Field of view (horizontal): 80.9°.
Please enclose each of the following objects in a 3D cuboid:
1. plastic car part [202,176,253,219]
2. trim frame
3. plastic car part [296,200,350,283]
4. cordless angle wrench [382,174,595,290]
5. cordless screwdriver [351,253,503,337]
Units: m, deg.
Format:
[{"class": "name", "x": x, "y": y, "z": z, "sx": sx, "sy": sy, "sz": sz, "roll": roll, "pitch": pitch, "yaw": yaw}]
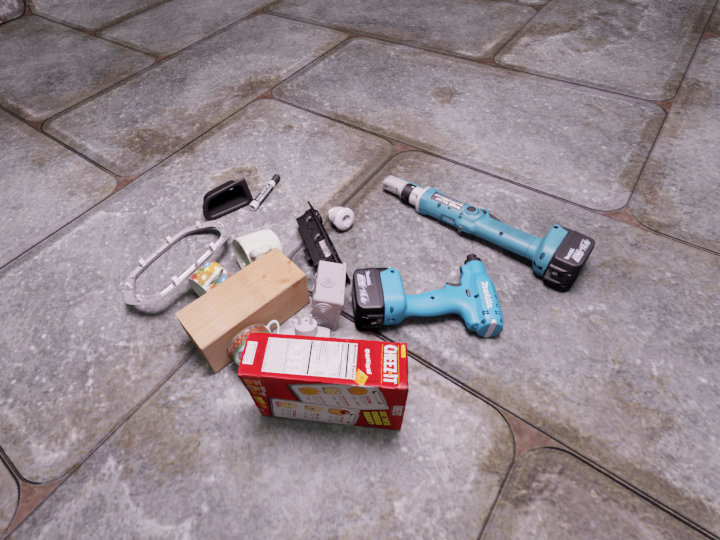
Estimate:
[{"class": "plastic car part", "x": -0.314, "y": -0.169, "z": 0.965, "sx": 0.115, "sy": 0.063, "sz": 0.075, "roll": -28, "pitch": 39, "yaw": -14}, {"class": "trim frame", "x": -0.363, "y": -0.025, "z": 0.834, "sx": 0.194, "sy": 0.026, "sz": 0.246, "roll": 13, "pitch": 49, "yaw": 36}, {"class": "plastic car part", "x": -0.083, "y": -0.054, "z": 0.845, "sx": 0.068, "sy": 0.063, "sz": 0.212, "roll": -31, "pitch": 51, "yaw": 11}, {"class": "cordless angle wrench", "x": 0.221, "y": -0.104, "z": 0.847, "sx": 0.445, "sy": 0.071, "sz": 0.097, "roll": 30, "pitch": 58, "yaw": 29}, {"class": "cordless screwdriver", "x": 0.110, "y": 0.033, "z": 0.742, "sx": 0.250, "sy": 0.072, "sz": 0.164, "roll": 1, "pitch": 50, "yaw": 1}]
